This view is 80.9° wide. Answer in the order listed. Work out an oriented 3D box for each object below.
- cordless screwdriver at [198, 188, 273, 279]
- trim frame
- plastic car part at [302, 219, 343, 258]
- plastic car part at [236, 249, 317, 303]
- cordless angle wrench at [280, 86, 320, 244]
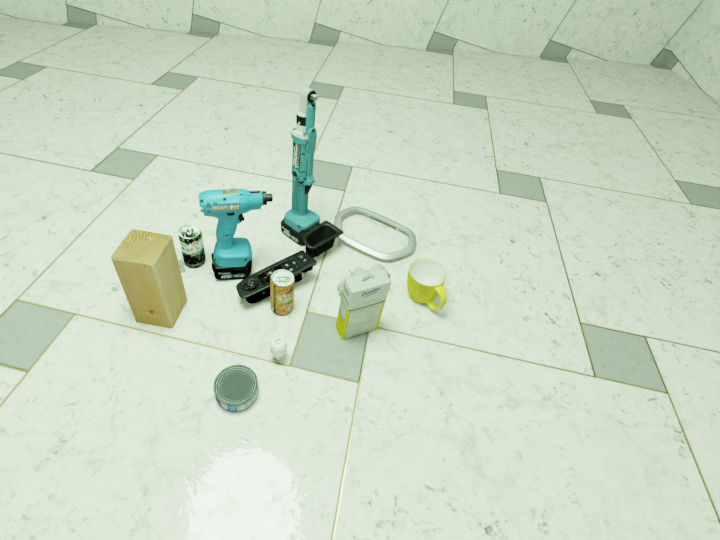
[{"bbox_3d":[-0.286,-0.088,0.998,0.156,0.242,0.078,-4,47,-14],"label":"cordless screwdriver"},{"bbox_3d":[0.039,-0.109,1.202,0.257,0.027,0.183,24,48,18],"label":"trim frame"},{"bbox_3d":[-0.110,-0.072,1.121,0.069,0.069,0.114,35,51,24],"label":"plastic car part"},{"bbox_3d":[-0.206,0.021,1.022,0.198,0.065,0.070,-25,54,-28],"label":"plastic car part"},{"bbox_3d":[-0.143,-0.247,1.050,0.102,0.412,0.073,36,50,23],"label":"cordless angle wrench"}]
